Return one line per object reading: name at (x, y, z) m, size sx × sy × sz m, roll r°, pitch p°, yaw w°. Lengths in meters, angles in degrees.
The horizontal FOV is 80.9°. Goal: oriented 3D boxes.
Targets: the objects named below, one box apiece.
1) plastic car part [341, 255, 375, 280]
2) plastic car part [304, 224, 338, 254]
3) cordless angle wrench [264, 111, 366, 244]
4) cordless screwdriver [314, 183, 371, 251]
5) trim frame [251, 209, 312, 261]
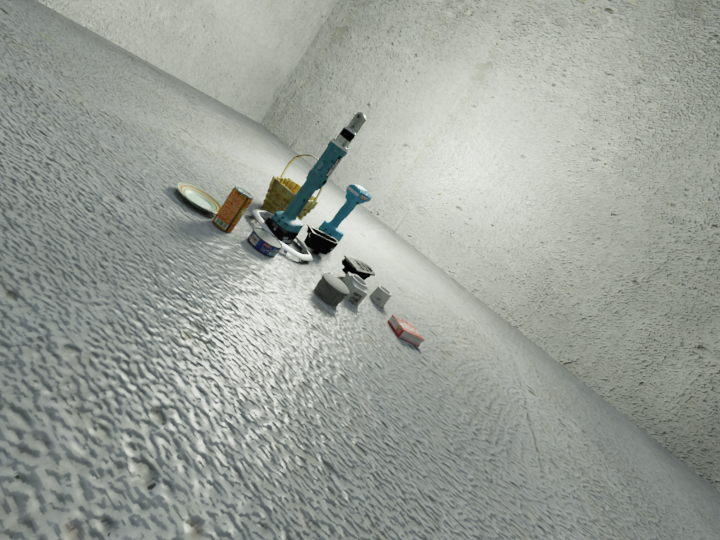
plastic car part at (-0.008, 0.003, 1.345) m, size 0.069 × 0.067 × 0.194 m, roll 42°, pitch 14°, yaw 20°
plastic car part at (-0.130, -0.085, 1.332) m, size 0.111 × 0.071 × 0.069 m, roll 28°, pitch 16°, yaw -32°
cordless angle wrench at (-0.120, -0.259, 1.182) m, size 0.077 × 0.423 × 0.095 m, roll 42°, pitch 14°, yaw 16°
cordless screwdriver at (-0.058, -0.180, 1.452) m, size 0.077 × 0.249 × 0.153 m, roll 42°, pitch 14°, yaw 17°
trim frame at (-0.230, -0.105, 1.243) m, size 0.174 × 0.027 × 0.262 m, roll 21°, pitch 20°, yaw -49°
